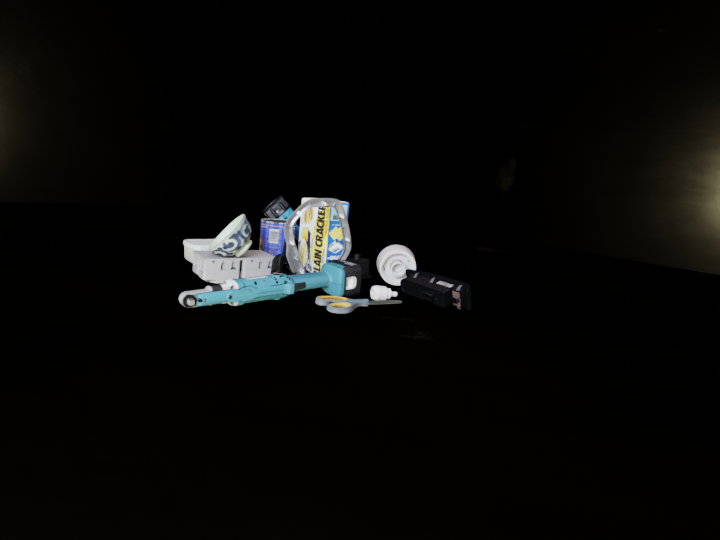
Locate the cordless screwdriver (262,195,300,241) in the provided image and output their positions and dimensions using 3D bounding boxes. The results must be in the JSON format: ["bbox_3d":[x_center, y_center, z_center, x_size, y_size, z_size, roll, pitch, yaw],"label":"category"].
[{"bbox_3d":[-0.204,-0.121,1.350,0.246,0.074,0.162,48,-8,-7],"label":"cordless screwdriver"}]

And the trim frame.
[{"bbox_3d":[-0.099,-0.065,1.017,0.181,0.238,0.029,-32,46,-20],"label":"trim frame"}]

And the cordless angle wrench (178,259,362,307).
[{"bbox_3d":[-0.179,0.035,0.911,0.405,0.073,0.103,-7,16,-39],"label":"cordless angle wrench"}]

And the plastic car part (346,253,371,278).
[{"bbox_3d":[-0.019,-0.012,1.199,0.111,0.070,0.070,-9,18,-42],"label":"plastic car part"}]

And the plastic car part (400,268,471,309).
[{"bbox_3d":[0.171,0.049,1.031,0.066,0.064,0.214,-29,28,-24],"label":"plastic car part"}]
